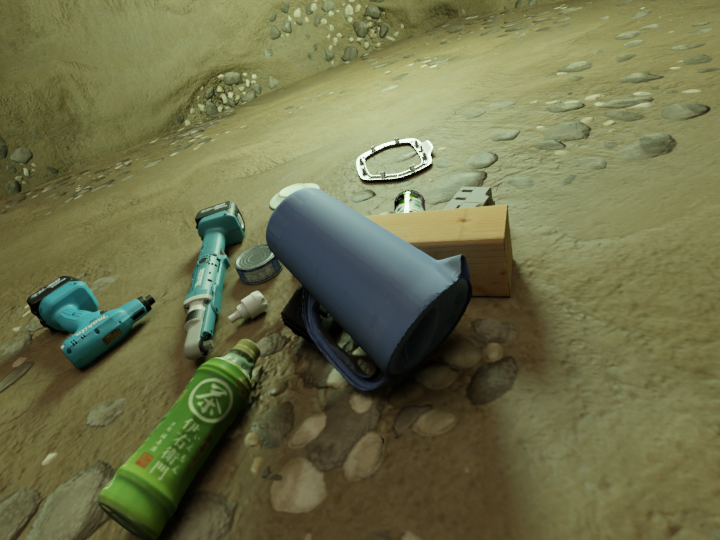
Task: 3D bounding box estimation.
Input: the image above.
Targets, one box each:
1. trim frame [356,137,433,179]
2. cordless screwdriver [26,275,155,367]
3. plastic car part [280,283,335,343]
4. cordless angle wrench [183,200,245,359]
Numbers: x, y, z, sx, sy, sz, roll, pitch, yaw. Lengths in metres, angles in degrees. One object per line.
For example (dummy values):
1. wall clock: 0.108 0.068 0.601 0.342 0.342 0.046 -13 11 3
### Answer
1. trim frame: 0.081 -0.276 1.028 0.186 0.026 0.256 -15 31 6
2. cordless screwdriver: -0.499 0.072 0.783 0.263 0.071 0.157 16 46 38
3. plastic car part: -0.050 0.027 0.620 0.067 0.067 0.203 30 47 0
4. cordless angle wrench: -0.274 0.001 0.771 0.098 0.071 0.440 -19 35 1
